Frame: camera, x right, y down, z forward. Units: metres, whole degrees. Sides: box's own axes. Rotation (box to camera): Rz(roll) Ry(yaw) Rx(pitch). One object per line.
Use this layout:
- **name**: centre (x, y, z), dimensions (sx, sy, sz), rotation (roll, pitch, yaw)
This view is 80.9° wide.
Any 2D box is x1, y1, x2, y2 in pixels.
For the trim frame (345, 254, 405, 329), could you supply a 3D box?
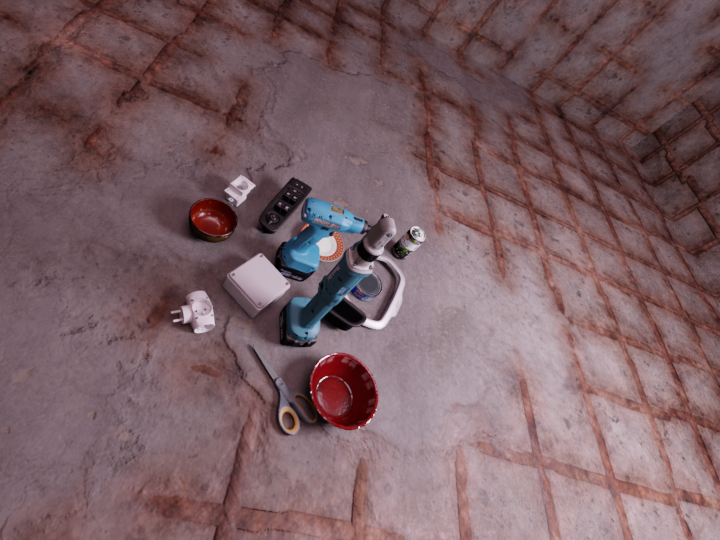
- **trim frame**: centre (0.034, 0.046, 1.129), dimensions (0.183, 0.027, 0.248), rotation (34, 47, -3)

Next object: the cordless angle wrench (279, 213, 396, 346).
- **cordless angle wrench**: centre (-0.052, 0.033, 0.819), dimensions (0.071, 0.426, 0.101), rotation (11, 55, -27)

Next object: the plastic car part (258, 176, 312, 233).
- **plastic car part**: centre (-0.208, -0.166, 1.125), dimensions (0.066, 0.067, 0.203), rotation (34, 47, -6)

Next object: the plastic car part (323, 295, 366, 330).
- **plastic car part**: centre (-0.053, 0.105, 1.006), dimensions (0.117, 0.071, 0.065), rotation (38, 47, 0)

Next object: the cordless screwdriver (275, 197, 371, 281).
- **cordless screwdriver**: centre (-0.096, -0.063, 0.986), dimensions (0.154, 0.250, 0.076), rotation (19, 52, -20)
